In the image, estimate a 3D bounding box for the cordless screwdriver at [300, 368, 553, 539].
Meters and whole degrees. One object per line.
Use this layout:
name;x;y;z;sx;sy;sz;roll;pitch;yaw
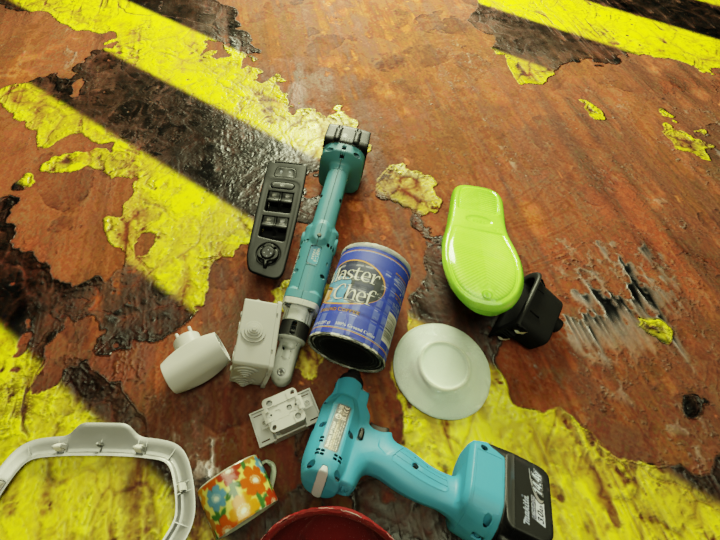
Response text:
cordless screwdriver;0.069;0.207;0.474;0.253;0.073;0.159;17;33;8

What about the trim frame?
trim frame;-0.308;0.268;0.468;0.249;0.027;0.189;0;57;1

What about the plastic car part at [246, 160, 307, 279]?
plastic car part;-0.132;-0.075;0.663;0.066;0.066;0.207;9;62;-5

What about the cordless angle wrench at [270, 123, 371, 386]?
cordless angle wrench;-0.062;-0.040;0.633;0.075;0.096;0.429;13;61;0

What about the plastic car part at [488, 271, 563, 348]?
plastic car part;0.244;0.062;0.589;0.072;0.066;0.115;42;61;4
